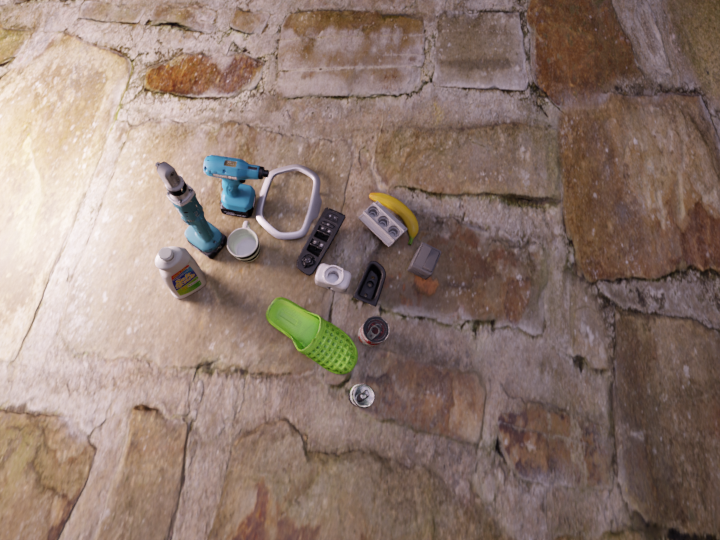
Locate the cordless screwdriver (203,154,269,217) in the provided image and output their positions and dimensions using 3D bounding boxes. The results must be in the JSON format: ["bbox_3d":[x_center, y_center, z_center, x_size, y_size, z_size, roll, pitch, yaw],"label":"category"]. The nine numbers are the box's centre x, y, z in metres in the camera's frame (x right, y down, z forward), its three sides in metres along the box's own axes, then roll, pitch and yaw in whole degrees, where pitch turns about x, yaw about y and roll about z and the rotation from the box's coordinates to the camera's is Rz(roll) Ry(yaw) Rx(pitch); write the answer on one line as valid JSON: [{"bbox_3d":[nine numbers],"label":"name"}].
[{"bbox_3d":[-0.319,-0.223,1.141,0.159,0.246,0.075,9,72,-4],"label":"cordless screwdriver"}]

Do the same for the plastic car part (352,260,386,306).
[{"bbox_3d":[0.027,0.039,1.156,0.066,0.070,0.117,22,71,2],"label":"plastic car part"}]

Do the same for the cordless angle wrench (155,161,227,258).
[{"bbox_3d":[-0.406,-0.138,1.015,0.099,0.418,0.074,35,72,4],"label":"cordless angle wrench"}]

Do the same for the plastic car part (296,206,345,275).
[{"bbox_3d":[-0.117,-0.076,1.193,0.067,0.066,0.203,26,71,4],"label":"plastic car part"}]

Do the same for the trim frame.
[{"bbox_3d":[-0.209,-0.206,1.256,0.185,0.027,0.252,11,70,1],"label":"trim frame"}]
